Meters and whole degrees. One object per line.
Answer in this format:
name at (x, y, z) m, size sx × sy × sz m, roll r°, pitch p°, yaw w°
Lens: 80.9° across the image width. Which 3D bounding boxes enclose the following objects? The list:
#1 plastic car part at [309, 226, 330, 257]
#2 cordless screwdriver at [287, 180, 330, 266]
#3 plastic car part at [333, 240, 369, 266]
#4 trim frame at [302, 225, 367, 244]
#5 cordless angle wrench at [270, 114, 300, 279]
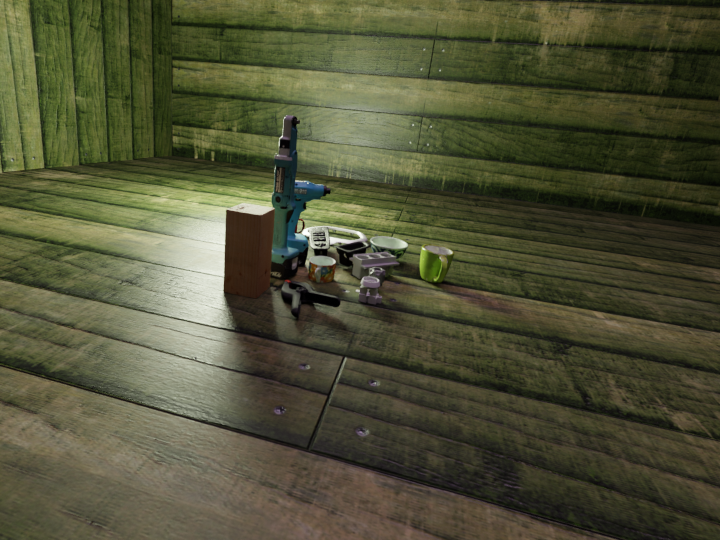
plastic car part at (-0.134, -0.088, 1.375) m, size 0.065 × 0.066 × 0.208 m, roll 4°, pitch 19°, yaw -9°
cordless screwdriver at (-0.175, -0.139, 1.237) m, size 0.155 × 0.245 × 0.077 m, roll 2°, pitch 18°, yaw -16°
plastic car part at (-0.021, -0.044, 1.278) m, size 0.112 × 0.070 × 0.070 m, roll -12°, pitch 26°, yaw -43°
trim frame at (-0.095, -0.129, 1.561) m, size 0.258 × 0.027 × 0.180 m, roll 13°, pitch 21°, yaw 20°
cordless angle wrench at (-0.202, -0.188, 1.111) m, size 0.102 × 0.417 × 0.073 m, roll 14°, pitch 18°, yaw 20°
